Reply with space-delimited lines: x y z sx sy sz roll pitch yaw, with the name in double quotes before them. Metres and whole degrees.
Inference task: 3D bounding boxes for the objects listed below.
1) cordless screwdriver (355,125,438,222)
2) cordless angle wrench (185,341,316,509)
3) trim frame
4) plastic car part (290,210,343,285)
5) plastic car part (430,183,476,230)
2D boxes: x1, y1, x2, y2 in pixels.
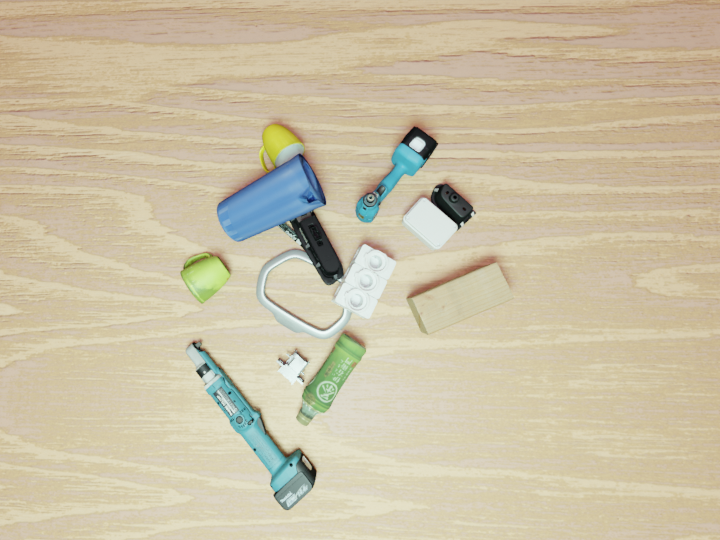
"cordless screwdriver" 0.079 -0.224 0.988 0.075 0.158 0.248 39 84 2
"cordless angle wrench" -0.271 0.340 0.978 0.098 0.073 0.431 -42 80 -3
"trim frame" -0.136 0.058 1.028 0.251 0.027 0.184 29 84 5
"plastic car part" -0.099 -0.065 1.012 0.065 0.067 0.207 -23 77 -21
"plastic car part" 0.223 -0.162 1.015 0.066 0.070 0.117 -43 87 -5
